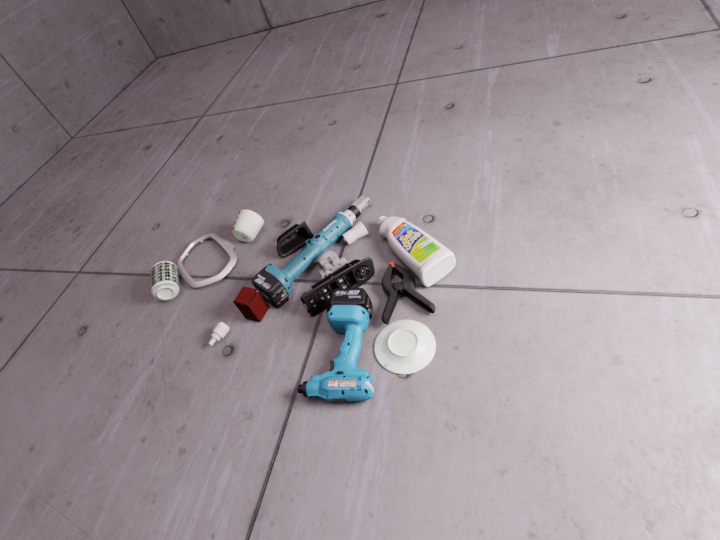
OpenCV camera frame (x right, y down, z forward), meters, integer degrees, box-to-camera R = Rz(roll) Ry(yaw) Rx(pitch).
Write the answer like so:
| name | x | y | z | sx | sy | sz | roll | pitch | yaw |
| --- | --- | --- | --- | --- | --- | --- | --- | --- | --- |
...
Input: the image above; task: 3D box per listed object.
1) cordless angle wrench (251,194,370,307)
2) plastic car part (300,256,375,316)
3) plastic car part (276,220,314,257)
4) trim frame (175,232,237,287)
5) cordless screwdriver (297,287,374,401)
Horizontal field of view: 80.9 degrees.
| name | x | y | z | sx | sy | sz | roll | pitch | yaw |
| --- | --- | --- | --- | --- | --- | --- | --- | --- | --- |
| cordless angle wrench | -0.115 | -0.075 | 1.173 | 0.104 | 0.071 | 0.419 | 27 | 63 | 38 |
| plastic car part | -0.056 | 0.032 | 1.061 | 0.202 | 0.064 | 0.069 | -30 | 20 | -3 |
| plastic car part | -0.204 | -0.096 | 1.240 | 0.116 | 0.063 | 0.074 | -34 | 31 | -4 |
| trim frame | -0.481 | -0.036 | 1.323 | 0.183 | 0.026 | 0.263 | -42 | 46 | -14 |
| cordless screwdriver | -0.050 | 0.162 | 0.932 | 0.163 | 0.071 | 0.255 | -8 | 52 | 16 |
